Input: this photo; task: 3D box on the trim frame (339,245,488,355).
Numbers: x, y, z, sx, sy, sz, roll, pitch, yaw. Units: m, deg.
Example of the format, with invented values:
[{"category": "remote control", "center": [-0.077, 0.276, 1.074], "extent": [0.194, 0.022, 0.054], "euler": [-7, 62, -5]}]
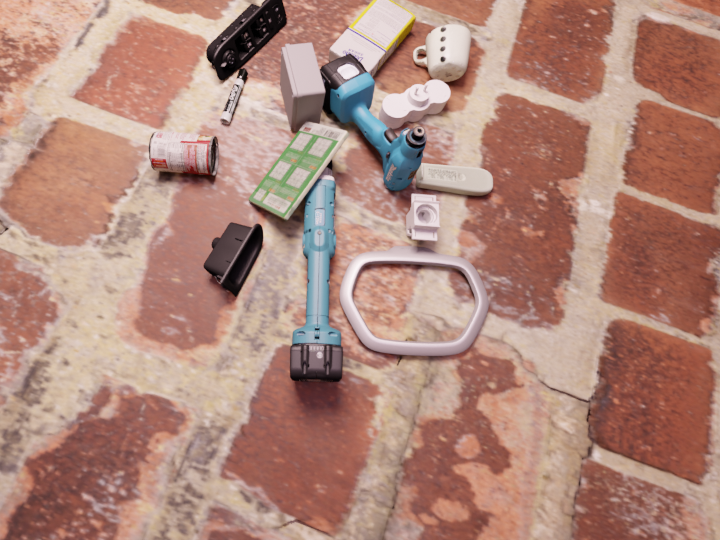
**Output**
[{"category": "trim frame", "center": [0.089, 0.046, 0.697], "extent": [0.248, 0.027, 0.187], "euler": [1, 73, -2]}]

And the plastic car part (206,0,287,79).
[{"category": "plastic car part", "center": [-0.227, -0.456, 0.815], "extent": [0.069, 0.064, 0.203], "euler": [29, 73, 12]}]

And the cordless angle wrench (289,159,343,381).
[{"category": "cordless angle wrench", "center": [-0.067, -0.044, 0.683], "extent": [0.074, 0.096, 0.432], "euler": [1, 69, -4]}]

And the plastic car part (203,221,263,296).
[{"category": "plastic car part", "center": [-0.211, -0.028, 0.686], "extent": [0.073, 0.064, 0.117], "euler": [16, 69, 13]}]

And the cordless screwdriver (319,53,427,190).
[{"category": "cordless screwdriver", "center": [0.021, -0.266, 0.722], "extent": [0.073, 0.157, 0.255], "euler": [-30, 77, -15]}]
